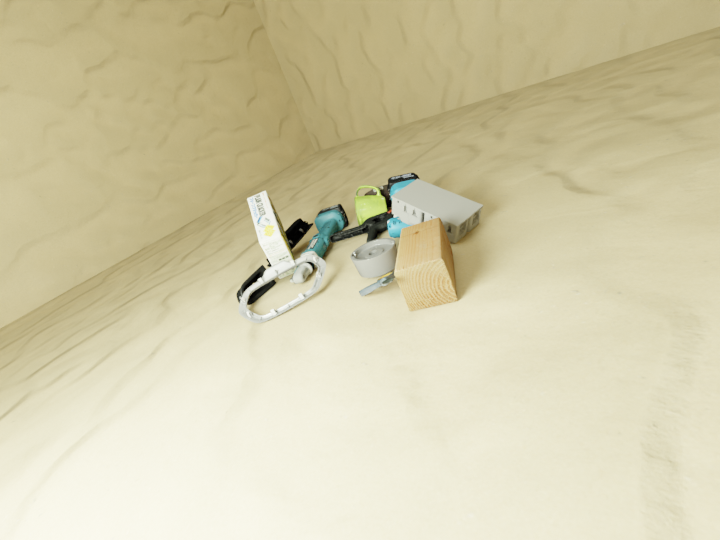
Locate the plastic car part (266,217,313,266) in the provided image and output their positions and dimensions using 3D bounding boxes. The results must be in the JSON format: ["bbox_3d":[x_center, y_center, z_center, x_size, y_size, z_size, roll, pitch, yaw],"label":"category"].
[{"bbox_3d":[-0.235,-0.098,1.362,0.201,0.065,0.068,-47,16,-24],"label":"plastic car part"}]

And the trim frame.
[{"bbox_3d":[-0.196,0.039,1.050,0.249,0.026,0.193,-31,35,1],"label":"trim frame"}]

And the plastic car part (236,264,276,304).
[{"bbox_3d":[-0.301,0.049,1.162,0.073,0.065,0.115,-23,18,49],"label":"plastic car part"}]

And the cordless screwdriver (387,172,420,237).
[{"bbox_3d":[0.152,-0.182,1.163,0.162,0.071,0.255,-9,38,10],"label":"cordless screwdriver"}]

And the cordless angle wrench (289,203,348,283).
[{"bbox_3d":[-0.123,-0.080,1.258,0.100,0.072,0.426,-16,26,19],"label":"cordless angle wrench"}]
